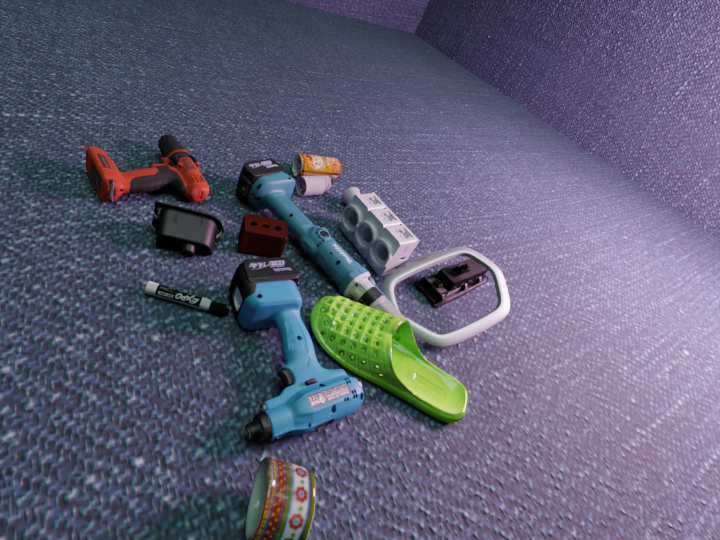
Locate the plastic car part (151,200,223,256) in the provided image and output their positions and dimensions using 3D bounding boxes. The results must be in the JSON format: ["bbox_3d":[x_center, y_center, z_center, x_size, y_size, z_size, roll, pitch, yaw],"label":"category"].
[{"bbox_3d":[-0.284,-0.057,0.689,0.113,0.066,0.073,15,54,-19],"label":"plastic car part"}]

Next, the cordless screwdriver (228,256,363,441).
[{"bbox_3d":[-0.118,0.099,0.579,0.153,0.074,0.260,-9,53,-36],"label":"cordless screwdriver"}]

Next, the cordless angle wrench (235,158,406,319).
[{"bbox_3d":[-0.076,-0.050,0.780,0.095,0.074,0.440,-22,59,-44],"label":"cordless angle wrench"}]

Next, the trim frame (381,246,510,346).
[{"bbox_3d":[0.158,0.039,0.776,0.244,0.027,0.193,-24,60,-17],"label":"trim frame"}]

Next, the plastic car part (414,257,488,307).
[{"bbox_3d":[0.202,0.010,0.866,0.195,0.066,0.070,-14,47,-43],"label":"plastic car part"}]
